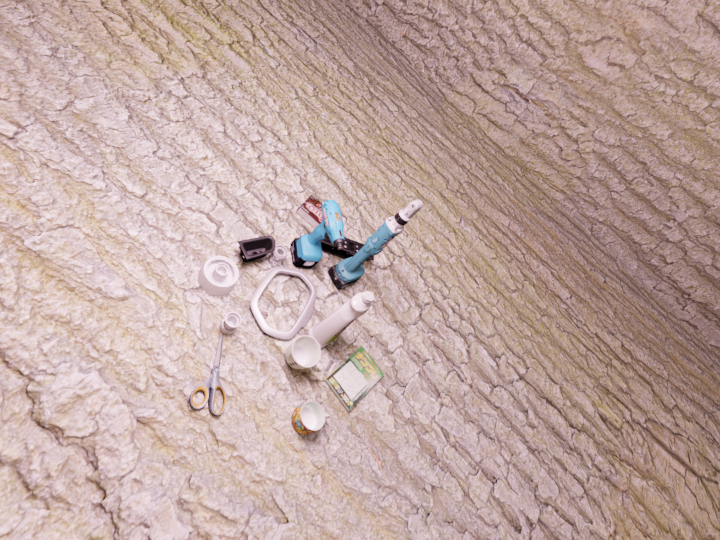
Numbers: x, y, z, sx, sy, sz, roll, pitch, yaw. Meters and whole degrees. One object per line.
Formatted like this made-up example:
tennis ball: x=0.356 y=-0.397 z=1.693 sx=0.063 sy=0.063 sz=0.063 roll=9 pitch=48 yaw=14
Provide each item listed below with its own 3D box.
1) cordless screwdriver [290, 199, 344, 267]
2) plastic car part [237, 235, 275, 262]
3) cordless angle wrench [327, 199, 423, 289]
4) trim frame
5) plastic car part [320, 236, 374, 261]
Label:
cordless screwdriver: x=-0.126 y=-0.082 z=1.288 sx=0.071 sy=0.251 sz=0.165 roll=7 pitch=56 yaw=-33
plastic car part: x=-0.315 y=-0.058 z=1.273 sx=0.112 sy=0.071 sz=0.068 roll=-17 pitch=70 yaw=-41
cordless angle wrench: x=0.043 y=-0.077 z=1.269 sx=0.094 sy=0.427 sz=0.076 roll=-18 pitch=72 yaw=-42
trim frame: x=-0.222 y=0.091 z=1.252 sx=0.182 sy=0.028 sz=0.249 roll=34 pitch=46 yaw=-7
plastic car part: x=-0.055 y=-0.078 z=1.459 sx=0.196 sy=0.067 sz=0.068 roll=21 pitch=49 yaw=-19
